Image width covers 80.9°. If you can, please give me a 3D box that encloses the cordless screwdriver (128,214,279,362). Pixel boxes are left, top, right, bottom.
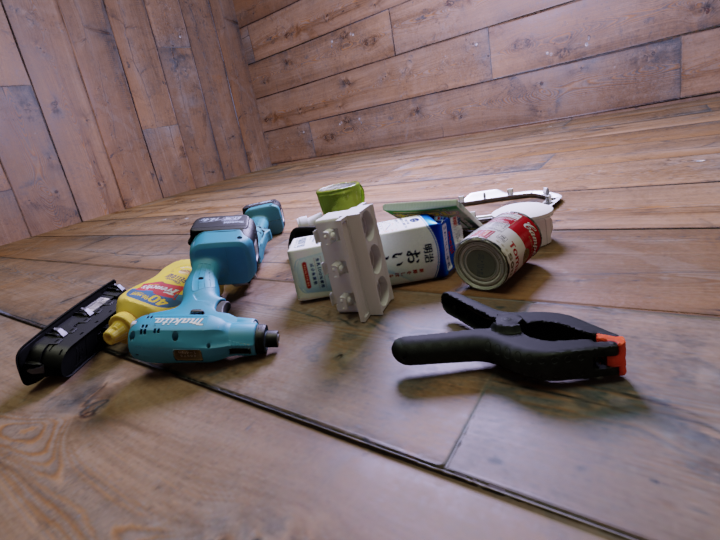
[{"bbox_3d":[-0.172,0.017,0.545,0.160,0.072,0.256,-2,34,0],"label":"cordless screwdriver"}]

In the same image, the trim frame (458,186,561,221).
[{"bbox_3d":[0.249,-0.129,0.819,0.255,0.027,0.184,-8,19,17],"label":"trim frame"}]

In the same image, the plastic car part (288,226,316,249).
[{"bbox_3d":[-0.074,-0.048,0.756,0.068,0.065,0.122,-5,9,-33],"label":"plastic car part"}]

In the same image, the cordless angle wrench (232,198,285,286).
[{"bbox_3d":[-0.215,-0.061,0.852,0.098,0.072,0.434,-13,22,-2],"label":"cordless angle wrench"}]

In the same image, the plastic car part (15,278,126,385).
[{"bbox_3d":[-0.363,0.083,0.564,0.067,0.065,0.204,15,20,-1],"label":"plastic car part"}]
